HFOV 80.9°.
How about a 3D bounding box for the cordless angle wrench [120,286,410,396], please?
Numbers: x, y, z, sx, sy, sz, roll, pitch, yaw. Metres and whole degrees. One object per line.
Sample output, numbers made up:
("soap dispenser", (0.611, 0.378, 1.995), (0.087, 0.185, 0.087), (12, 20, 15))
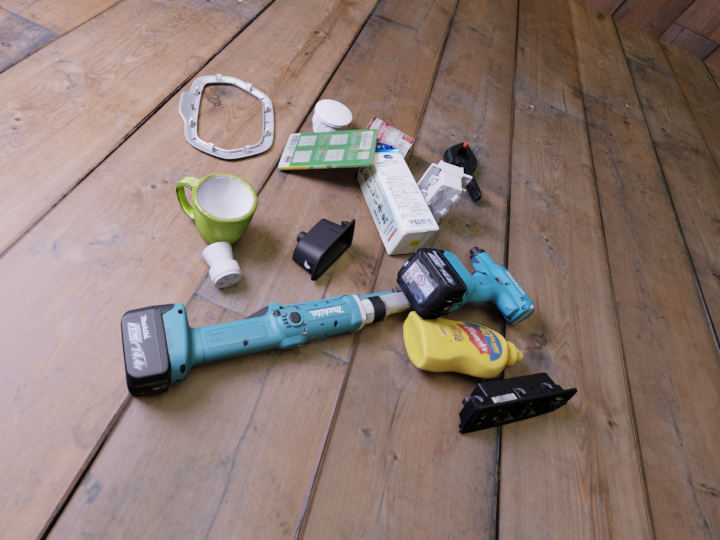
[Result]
("cordless angle wrench", (-0.101, 0.076, 0.595), (0.408, 0.074, 0.102), (-8, 61, -27))

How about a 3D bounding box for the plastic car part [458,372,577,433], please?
("plastic car part", (0.232, 0.194, 0.640), (0.197, 0.065, 0.070), (0, 32, -19))

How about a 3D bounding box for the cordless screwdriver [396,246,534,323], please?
("cordless screwdriver", (0.171, 0.009, 0.712), (0.237, 0.074, 0.167), (7, 42, -36))

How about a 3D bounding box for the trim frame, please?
("trim frame", (-0.263, -0.312, 0.839), (0.179, 0.027, 0.256), (4, 56, -16))

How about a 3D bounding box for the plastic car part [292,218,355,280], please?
("plastic car part", (-0.069, -0.045, 0.703), (0.074, 0.064, 0.115), (32, 53, 20))
